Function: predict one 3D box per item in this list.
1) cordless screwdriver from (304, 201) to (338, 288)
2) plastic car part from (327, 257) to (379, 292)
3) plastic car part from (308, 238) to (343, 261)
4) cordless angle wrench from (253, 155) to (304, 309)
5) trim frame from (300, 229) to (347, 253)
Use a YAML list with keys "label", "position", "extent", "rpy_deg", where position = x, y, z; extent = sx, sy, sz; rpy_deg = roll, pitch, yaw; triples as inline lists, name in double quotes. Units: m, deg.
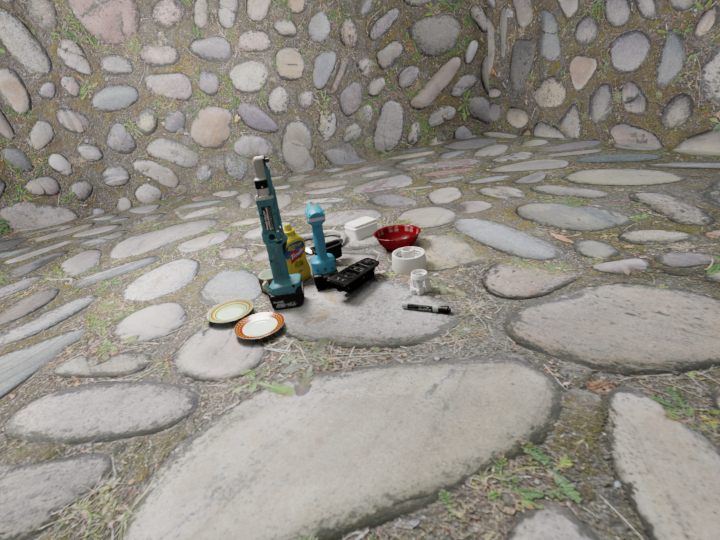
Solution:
- label: "cordless screwdriver"
  position: [-0.124, -0.081, 1.271]
  extent: [0.074, 0.242, 0.165]
  rpy_deg: [-11, 22, -8]
- label: "plastic car part"
  position: [-0.010, 0.018, 1.224]
  extent: [0.070, 0.065, 0.198]
  rpy_deg: [7, 29, 34]
- label: "plastic car part"
  position: [-0.106, -0.057, 1.424]
  extent: [0.114, 0.069, 0.069]
  rpy_deg: [-16, 23, -15]
- label: "cordless angle wrench"
  position: [-0.234, -0.098, 1.142]
  extent: [0.098, 0.412, 0.076]
  rpy_deg: [-7, 21, 2]
- label: "trim frame"
  position: [-0.173, -0.109, 1.616]
  extent: [0.247, 0.027, 0.190]
  rpy_deg: [-12, 24, -5]
